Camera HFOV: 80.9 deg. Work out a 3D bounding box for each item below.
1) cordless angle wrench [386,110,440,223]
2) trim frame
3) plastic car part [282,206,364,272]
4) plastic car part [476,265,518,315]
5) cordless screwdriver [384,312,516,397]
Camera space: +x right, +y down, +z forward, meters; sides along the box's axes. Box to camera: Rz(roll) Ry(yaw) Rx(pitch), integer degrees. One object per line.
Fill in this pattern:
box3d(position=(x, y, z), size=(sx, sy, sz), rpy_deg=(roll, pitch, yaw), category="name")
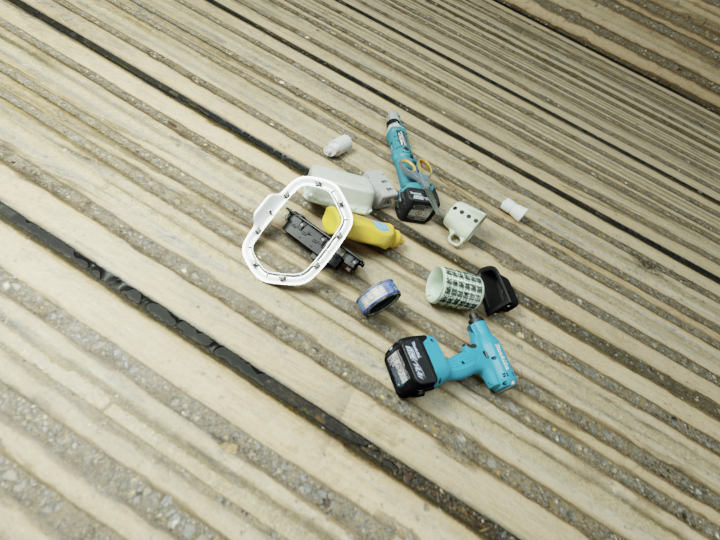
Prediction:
box3d(position=(0.116, -0.310, 1.153), size=(0.095, 0.074, 0.438), rpy_deg=(6, 50, -17), category="cordless angle wrench")
box3d(position=(-0.128, -0.083, 0.846), size=(0.190, 0.027, 0.248), rpy_deg=(34, 81, 18), category="trim frame")
box3d(position=(-0.087, -0.057, 0.889), size=(0.207, 0.065, 0.067), rpy_deg=(40, 93, 10), category="plastic car part")
box3d(position=(0.317, 0.046, 0.956), size=(0.068, 0.067, 0.120), rpy_deg=(22, 44, -26), category="plastic car part")
box3d(position=(0.168, 0.155, 0.806), size=(0.240, 0.074, 0.165), rpy_deg=(2, 53, -24), category="cordless screwdriver")
